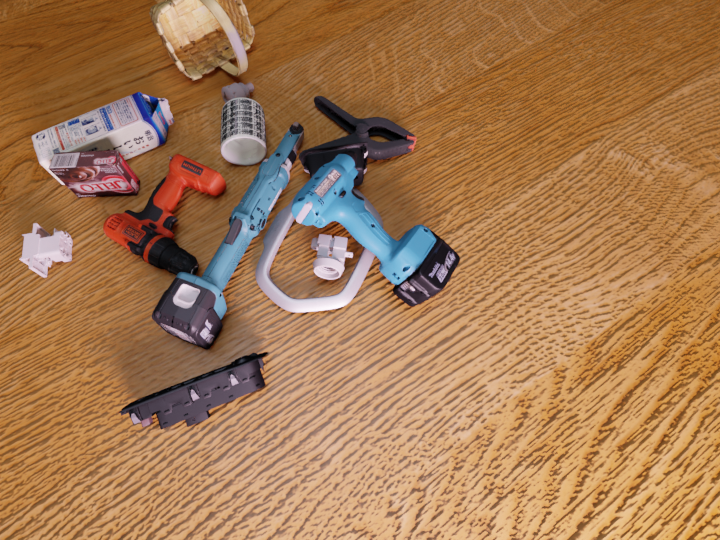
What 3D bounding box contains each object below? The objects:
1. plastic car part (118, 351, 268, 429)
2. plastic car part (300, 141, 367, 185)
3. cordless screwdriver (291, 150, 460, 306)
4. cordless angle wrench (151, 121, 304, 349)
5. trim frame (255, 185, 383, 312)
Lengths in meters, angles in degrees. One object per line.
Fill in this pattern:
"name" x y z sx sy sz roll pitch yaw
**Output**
"plastic car part" -0.217 0.170 0.584 0.201 0.065 0.068 -24 79 -9
"plastic car part" -0.040 -0.169 0.720 0.116 0.064 0.074 -9 51 -6
"cordless screwdriver" 0.031 -0.073 0.641 0.248 0.075 0.159 37 54 -2
"cordless angle wrench" -0.184 -0.085 0.692 0.076 0.095 0.426 19 63 6
"trim frame" -0.068 -0.045 0.697 0.188 0.027 0.250 20 69 10
